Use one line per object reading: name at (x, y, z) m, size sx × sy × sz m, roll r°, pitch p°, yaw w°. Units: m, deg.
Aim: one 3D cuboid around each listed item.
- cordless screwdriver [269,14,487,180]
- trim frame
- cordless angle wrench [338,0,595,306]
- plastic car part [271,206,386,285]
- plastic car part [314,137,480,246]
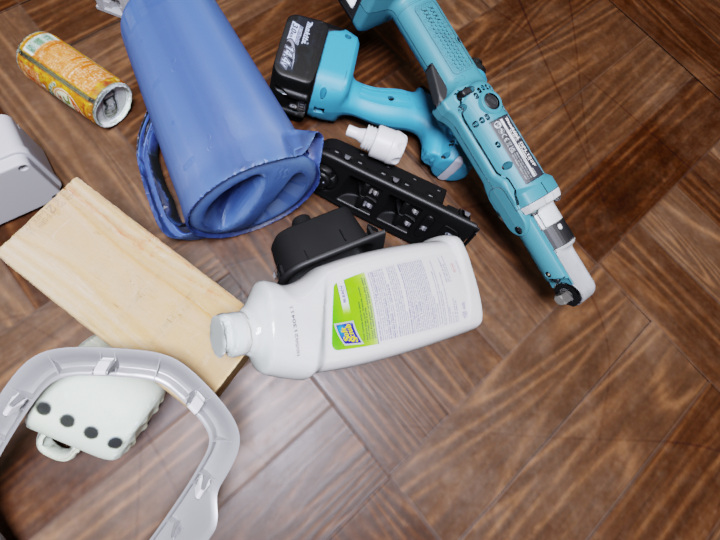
cordless screwdriver at (0.028, -0.216, 0.487) m, size 0.246 × 0.074 × 0.160 m, roll 19°, pitch 72°, yaw -5°
trim frame at (-0.198, 0.163, 0.314) m, size 0.180 × 0.028 × 0.248 m, roll 34°, pitch 99°, yaw -10°
cordless angle wrench at (0.112, -0.156, 0.424) m, size 0.096 × 0.075 × 0.425 m, roll -29°, pitch 86°, yaw -21°
plastic car part at (-0.042, -0.028, 0.433) m, size 0.115 × 0.064 × 0.074 m, roll -18°, pitch 63°, yaw -9°
plastic car part at (0.024, -0.087, 0.453) m, size 0.203 × 0.066 × 0.067 m, roll 23°, pitch 62°, yaw 0°
